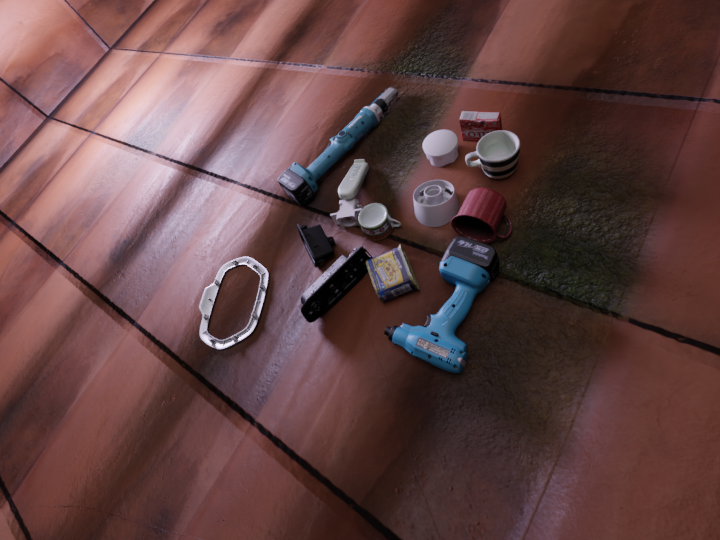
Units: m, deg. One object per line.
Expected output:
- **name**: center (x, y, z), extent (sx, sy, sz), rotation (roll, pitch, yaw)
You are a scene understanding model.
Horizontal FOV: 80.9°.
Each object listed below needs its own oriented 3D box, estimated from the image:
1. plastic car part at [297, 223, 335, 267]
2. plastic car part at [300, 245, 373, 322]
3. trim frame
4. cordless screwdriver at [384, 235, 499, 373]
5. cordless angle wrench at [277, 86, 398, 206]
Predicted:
- **plastic car part**: center (-0.100, -0.065, 1.022), extent (0.070, 0.063, 0.122), rotation (-27, 57, -9)
- **plastic car part**: center (-0.064, 0.026, 0.946), extent (0.202, 0.063, 0.071), rotation (-47, 45, -6)
- **trim frame**: center (-0.322, 0.074, 1.060), extent (0.191, 0.026, 0.253), rotation (-2, 63, 25)
- **cordless screwdriver**: center (0.159, 0.055, 0.820), extent (0.167, 0.070, 0.249), rotation (18, 75, 32)
- **cordless angle wrench**: center (-0.044, -0.354, 1.153), extent (0.421, 0.070, 0.103), rotation (-46, 55, -8)
